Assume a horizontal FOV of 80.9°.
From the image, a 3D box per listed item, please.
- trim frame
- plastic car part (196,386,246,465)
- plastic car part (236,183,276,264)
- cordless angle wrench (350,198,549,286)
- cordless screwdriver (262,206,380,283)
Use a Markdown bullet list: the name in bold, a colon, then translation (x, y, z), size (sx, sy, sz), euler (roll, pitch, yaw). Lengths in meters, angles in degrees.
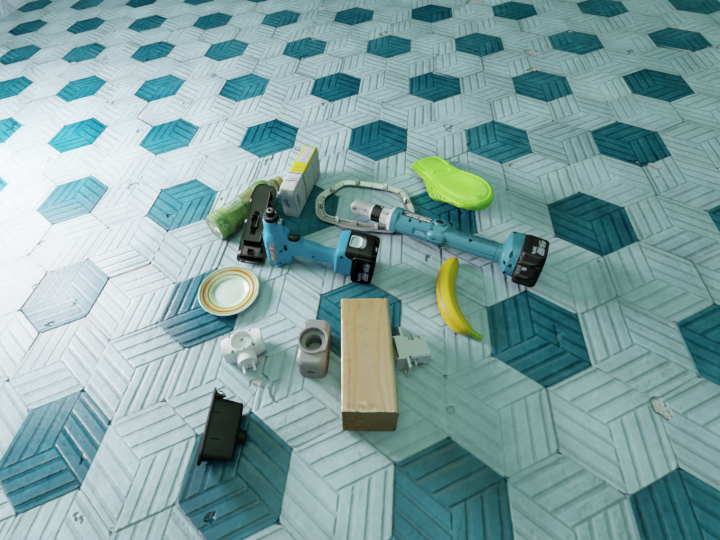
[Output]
- **trim frame**: translation (0.008, -0.163, 1.050), size (0.255, 0.026, 0.186), euler (12, 54, 14)
- **plastic car part**: translation (-0.225, 0.265, 0.704), size (0.070, 0.065, 0.120), euler (6, 53, -9)
- **plastic car part**: translation (-0.241, -0.119, 0.980), size (0.067, 0.065, 0.207), euler (5, 66, 4)
- **cordless angle wrench**: translation (0.170, -0.083, 0.920), size (0.440, 0.072, 0.097), euler (20, 38, 21)
- **cordless screwdriver**: translation (-0.087, -0.057, 0.890), size (0.254, 0.154, 0.075), euler (10, 52, 11)
